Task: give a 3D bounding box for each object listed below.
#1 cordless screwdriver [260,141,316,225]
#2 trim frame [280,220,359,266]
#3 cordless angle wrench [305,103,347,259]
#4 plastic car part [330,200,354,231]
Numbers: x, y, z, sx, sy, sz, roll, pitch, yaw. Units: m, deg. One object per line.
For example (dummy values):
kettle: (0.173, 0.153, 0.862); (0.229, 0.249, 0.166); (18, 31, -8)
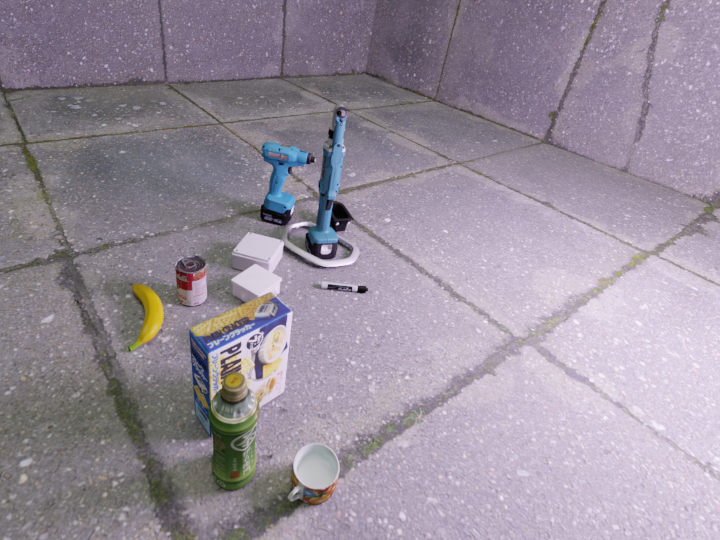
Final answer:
cordless screwdriver: (-0.223, -0.257, 1.277); (0.161, 0.243, 0.075); (15, 34, 6)
trim frame: (-0.121, -0.079, 1.235); (0.260, 0.027, 0.180); (27, 39, 25)
cordless angle wrench: (-0.082, -0.221, 1.107); (0.072, 0.414, 0.103); (-3, 37, -20)
plastic car part: (-0.074, -0.163, 1.325); (0.064, 0.069, 0.122); (-6, 37, -21)
